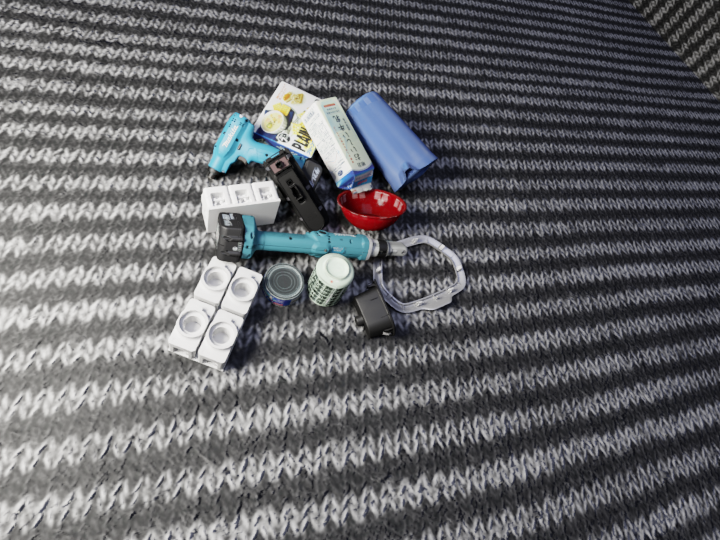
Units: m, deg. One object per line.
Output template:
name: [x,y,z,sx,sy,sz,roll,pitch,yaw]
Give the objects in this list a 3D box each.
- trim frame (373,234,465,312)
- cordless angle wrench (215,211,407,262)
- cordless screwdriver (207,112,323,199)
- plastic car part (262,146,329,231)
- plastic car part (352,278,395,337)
trim frame: [0.138,0.004,0.981,0.241,0.027,0.190,-18,67,-27]
cordless angle wrench: [-0.088,-0.057,0.895,0.409,0.073,0.103,3,26,-20]
cordless screwdriver: [-0.220,-0.234,0.974,0.246,0.075,0.159,29,94,-6]
plastic car part: [-0.130,-0.163,0.919,0.066,0.070,0.195,-33,115,-1]
plastic car part: [0.020,0.088,0.880,0.070,0.065,0.120,-17,69,-10]
